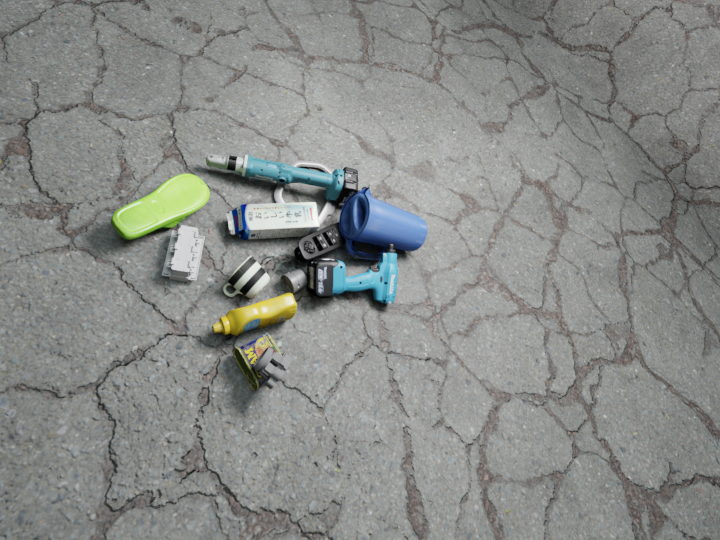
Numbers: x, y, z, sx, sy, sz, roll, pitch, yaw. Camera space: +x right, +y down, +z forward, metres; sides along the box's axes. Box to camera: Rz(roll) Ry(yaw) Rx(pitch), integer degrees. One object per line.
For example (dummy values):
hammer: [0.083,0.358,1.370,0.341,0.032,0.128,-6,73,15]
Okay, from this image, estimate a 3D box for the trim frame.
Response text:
trim frame: [-0.152,-0.232,1.252,0.182,0.027,0.251,24,55,-6]

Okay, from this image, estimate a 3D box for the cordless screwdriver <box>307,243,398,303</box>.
cordless screwdriver: [-0.013,0.002,1.113,0.240,0.077,0.159,5,91,-21]

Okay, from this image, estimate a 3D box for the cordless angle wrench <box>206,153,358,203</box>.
cordless angle wrench: [-0.217,-0.272,1.185,0.413,0.098,0.076,9,64,-13]

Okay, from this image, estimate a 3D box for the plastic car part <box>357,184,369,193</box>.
plastic car part: [-0.012,-0.198,1.272,0.071,0.065,0.119,10,62,-1]

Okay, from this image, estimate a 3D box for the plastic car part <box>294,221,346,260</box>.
plastic car part: [-0.111,-0.073,1.139,0.197,0.069,0.066,-31,96,-55]
